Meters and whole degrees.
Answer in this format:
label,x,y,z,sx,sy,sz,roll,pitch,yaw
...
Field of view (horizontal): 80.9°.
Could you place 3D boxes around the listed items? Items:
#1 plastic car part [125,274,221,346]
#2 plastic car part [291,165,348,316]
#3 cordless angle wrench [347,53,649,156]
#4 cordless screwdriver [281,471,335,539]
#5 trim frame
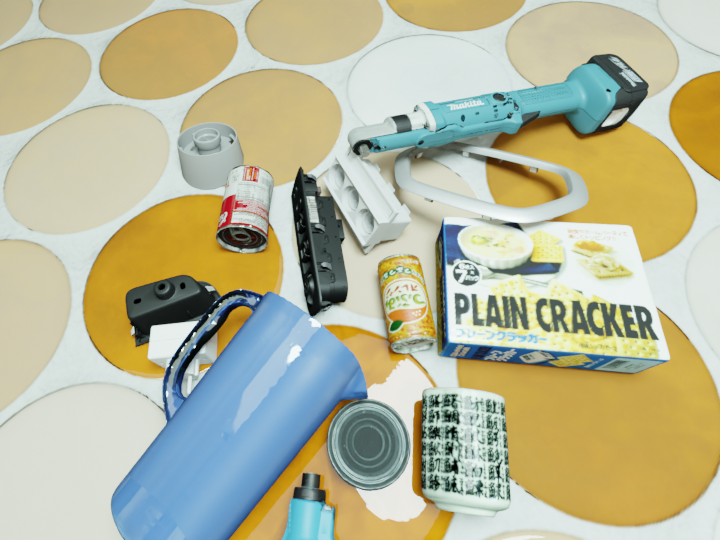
label,x,y,z,sx,sy,sz,roll,pitch,yaw
plastic car part,-0.237,0.036,0.518,0.116,0.068,0.068,-20,64,-4
plastic car part,-0.054,-0.035,0.551,0.065,0.066,0.209,7,57,-23
cordless angle wrench,0.183,-0.216,0.583,0.416,0.072,0.102,-14,62,-12
cordless screwdriver,0.046,0.275,0.364,0.253,0.071,0.163,1,62,9
trim frame,0.161,-0.124,0.559,0.261,0.026,0.182,21,47,29
